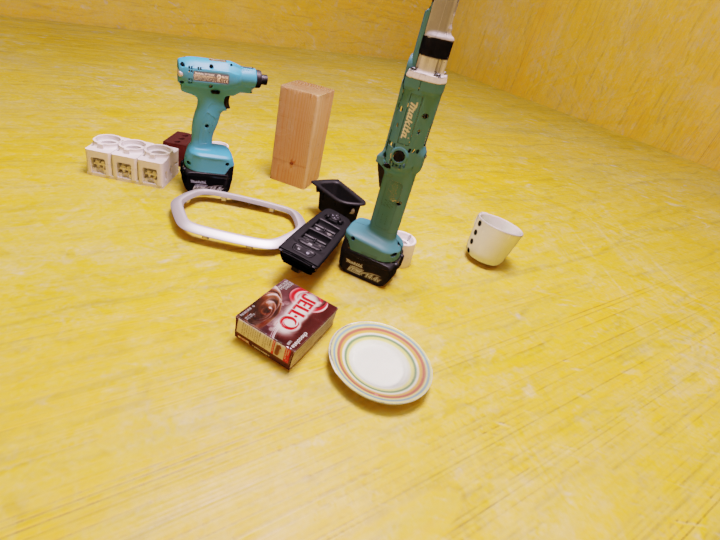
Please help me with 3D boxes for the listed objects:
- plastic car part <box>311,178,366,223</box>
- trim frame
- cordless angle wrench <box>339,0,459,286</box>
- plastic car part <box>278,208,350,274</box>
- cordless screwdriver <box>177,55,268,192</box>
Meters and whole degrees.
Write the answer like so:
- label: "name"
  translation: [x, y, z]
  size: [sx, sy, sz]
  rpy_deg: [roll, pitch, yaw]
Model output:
- label: "plastic car part"
  translation: [-0.045, -0.125, 0.821]
  size: [0.063, 0.069, 0.123]
  rpy_deg: [-10, 40, -32]
- label: "trim frame"
  translation: [-0.218, -0.096, 0.764]
  size: [0.248, 0.027, 0.188]
  rpy_deg: [10, 34, -3]
- label: "cordless angle wrench"
  translation: [0.061, -0.170, 0.609]
  size: [0.101, 0.415, 0.073]
  rpy_deg: [25, 34, 14]
- label: "plastic car part"
  translation: [-0.068, -0.045, 0.699]
  size: [0.068, 0.066, 0.202]
  rpy_deg: [19, 34, 8]
- label: "cordless screwdriver"
  translation: [-0.267, -0.270, 0.808]
  size: [0.154, 0.244, 0.078]
  rpy_deg: [-2, 37, -25]
